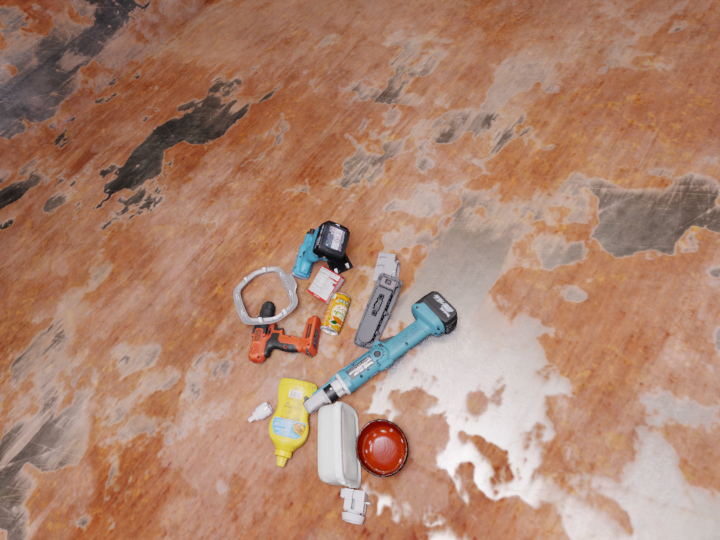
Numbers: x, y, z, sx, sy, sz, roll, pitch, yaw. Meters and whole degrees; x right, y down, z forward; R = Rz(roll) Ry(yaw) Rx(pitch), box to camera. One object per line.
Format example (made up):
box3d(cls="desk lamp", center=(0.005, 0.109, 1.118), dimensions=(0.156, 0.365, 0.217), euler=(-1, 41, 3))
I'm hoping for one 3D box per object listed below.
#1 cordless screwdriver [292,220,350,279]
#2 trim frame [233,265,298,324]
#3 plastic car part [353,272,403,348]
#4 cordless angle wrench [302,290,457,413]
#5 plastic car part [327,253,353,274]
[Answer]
box3d(cls="cordless screwdriver", center=(-0.115, -0.076, 1.181), dimensions=(0.254, 0.072, 0.161), euler=(-27, 45, 59))
box3d(cls="trim frame", center=(-0.274, 0.066, 1.217), dimensions=(0.182, 0.026, 0.262), euler=(-24, 38, -10))
box3d(cls="plastic car part", center=(0.042, 0.106, 1.080), dimensions=(0.068, 0.066, 0.203), euler=(22, 87, 9))
box3d(cls="cordless angle wrench", center=(0.044, 0.208, 1.015), dimensions=(0.420, 0.071, 0.103), euler=(-35, 55, -9))
box3d(cls="plastic car part", center=(-0.078, -0.053, 1.239), dimensions=(0.066, 0.068, 0.122), euler=(-26, 58, -1))
